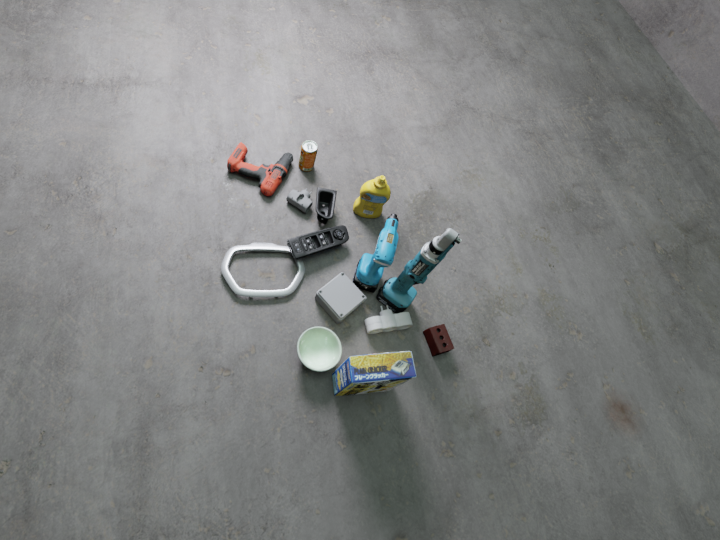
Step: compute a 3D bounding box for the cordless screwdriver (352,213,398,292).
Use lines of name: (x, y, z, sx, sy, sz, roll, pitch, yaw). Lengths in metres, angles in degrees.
cordless screwdriver: (0.050, -0.045, 1.217, 0.074, 0.247, 0.161, 19, 62, -6)

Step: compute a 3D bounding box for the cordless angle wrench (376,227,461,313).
cordless angle wrench: (0.150, 0.000, 1.113, 0.099, 0.420, 0.074, 38, 62, 4)

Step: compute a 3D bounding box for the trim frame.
trim frame: (-0.288, -0.006, 1.259, 0.244, 0.027, 0.189, -1, 63, -11)

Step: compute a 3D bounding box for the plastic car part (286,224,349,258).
plastic car part: (-0.128, -0.084, 1.307, 0.198, 0.066, 0.068, -20, 70, -20)

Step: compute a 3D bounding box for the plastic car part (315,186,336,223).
plastic car part: (-0.118, -0.200, 1.367, 0.065, 0.070, 0.119, 9, 62, -9)
